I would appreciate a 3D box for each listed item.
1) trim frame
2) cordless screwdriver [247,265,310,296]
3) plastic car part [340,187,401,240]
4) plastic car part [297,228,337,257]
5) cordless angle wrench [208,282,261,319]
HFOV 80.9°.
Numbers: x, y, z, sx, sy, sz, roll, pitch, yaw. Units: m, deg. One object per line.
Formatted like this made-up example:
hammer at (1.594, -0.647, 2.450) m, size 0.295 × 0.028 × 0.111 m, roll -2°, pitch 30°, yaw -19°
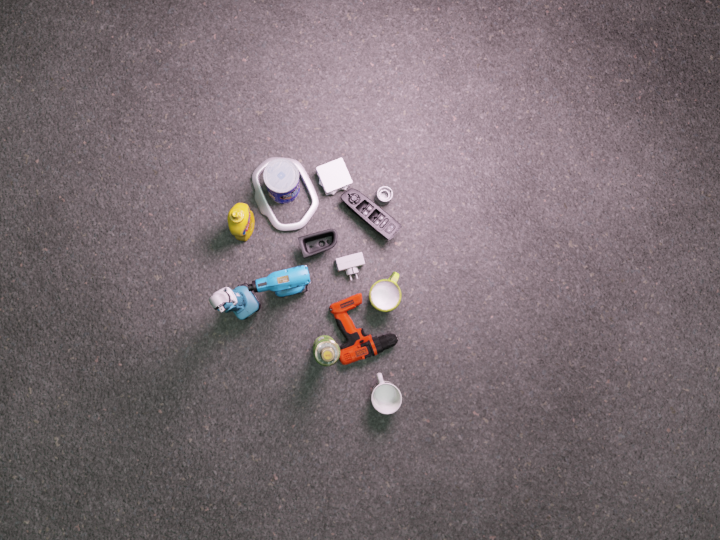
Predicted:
trim frame at (-0.239, -0.242, 1.323) m, size 0.183 × 0.027 × 0.251 m, roll -26°, pitch 83°, yaw -5°
cordless screwdriver at (-0.220, 0.035, 1.173) m, size 0.158 × 0.249 × 0.075 m, roll -13°, pitch 87°, yaw -7°
plastic car part at (0.027, -0.175, 1.301) m, size 0.204 × 0.067 × 0.066 m, roll 41°, pitch 82°, yaw 4°
plastic car part at (-0.125, -0.082, 1.281) m, size 0.116 × 0.071 × 0.066 m, roll -18°, pitch 85°, yaw -5°
cordless angle wrench at (-0.325, 0.077, 1.077) m, size 0.074 × 0.423 × 0.098 m, roll -34°, pitch 90°, yaw -8°
